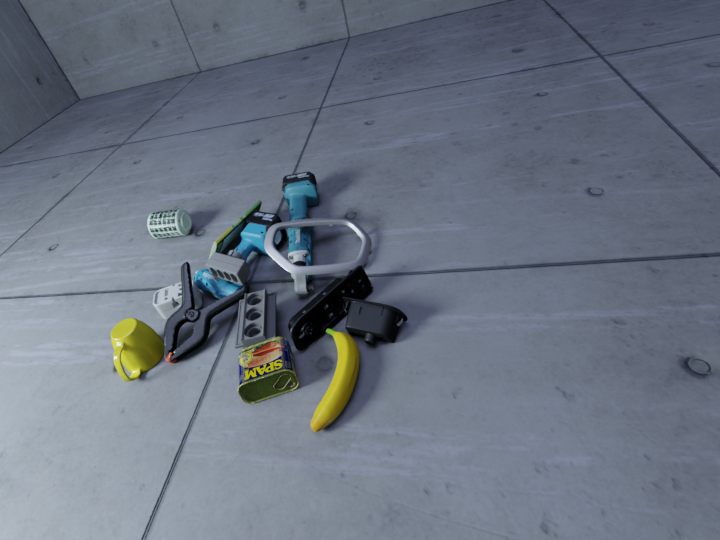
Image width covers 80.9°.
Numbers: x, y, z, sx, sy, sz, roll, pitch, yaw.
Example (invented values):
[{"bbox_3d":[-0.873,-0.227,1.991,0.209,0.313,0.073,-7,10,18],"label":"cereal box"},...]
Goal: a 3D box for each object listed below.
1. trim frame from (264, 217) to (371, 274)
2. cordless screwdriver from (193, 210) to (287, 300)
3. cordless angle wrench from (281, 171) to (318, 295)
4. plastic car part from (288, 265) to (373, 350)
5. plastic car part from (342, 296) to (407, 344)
[{"bbox_3d":[-0.093,-0.061,0.956,0.243,0.027,0.193,-8,49,-15],"label":"trim frame"},{"bbox_3d":[-0.265,-0.031,1.010,0.167,0.071,0.248,16,54,31],"label":"cordless screwdriver"},{"bbox_3d":[-0.149,-0.100,1.046,0.098,0.071,0.438,-11,43,2],"label":"cordless angle wrench"},{"bbox_3d":[-0.069,0.069,0.832,0.071,0.063,0.200,15,50,45],"label":"plastic car part"},{"bbox_3d":[0.019,0.099,0.774,0.121,0.063,0.071,11,62,25],"label":"plastic car part"}]
